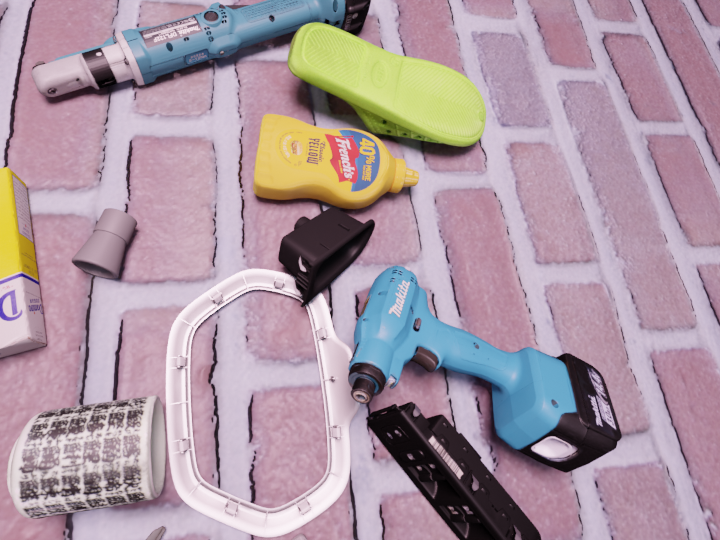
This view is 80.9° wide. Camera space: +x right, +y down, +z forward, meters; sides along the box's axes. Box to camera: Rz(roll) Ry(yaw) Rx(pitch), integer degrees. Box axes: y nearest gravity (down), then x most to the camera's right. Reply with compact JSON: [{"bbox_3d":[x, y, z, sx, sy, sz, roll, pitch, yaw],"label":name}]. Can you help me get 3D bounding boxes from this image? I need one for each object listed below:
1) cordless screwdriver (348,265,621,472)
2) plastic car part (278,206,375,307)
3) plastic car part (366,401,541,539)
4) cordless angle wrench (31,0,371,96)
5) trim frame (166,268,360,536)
[{"bbox_3d":[0.108,0.106,0.401,0.250,0.074,0.159,28,39,1],"label":"cordless screwdriver"},{"bbox_3d":[-0.045,-0.029,0.456,0.073,0.065,0.115,33,47,14],"label":"plastic car part"},{"bbox_3d":[0.096,0.206,0.402,0.065,0.067,0.207,-26,75,-45],"label":"plastic car part"},{"bbox_3d":[-0.183,-0.297,0.527,0.416,0.074,0.100,-28,79,-16],"label":"cordless angle wrench"},{"bbox_3d":[-0.094,0.117,0.414,0.180,0.027,0.255,-5,69,-13],"label":"trim frame"}]
